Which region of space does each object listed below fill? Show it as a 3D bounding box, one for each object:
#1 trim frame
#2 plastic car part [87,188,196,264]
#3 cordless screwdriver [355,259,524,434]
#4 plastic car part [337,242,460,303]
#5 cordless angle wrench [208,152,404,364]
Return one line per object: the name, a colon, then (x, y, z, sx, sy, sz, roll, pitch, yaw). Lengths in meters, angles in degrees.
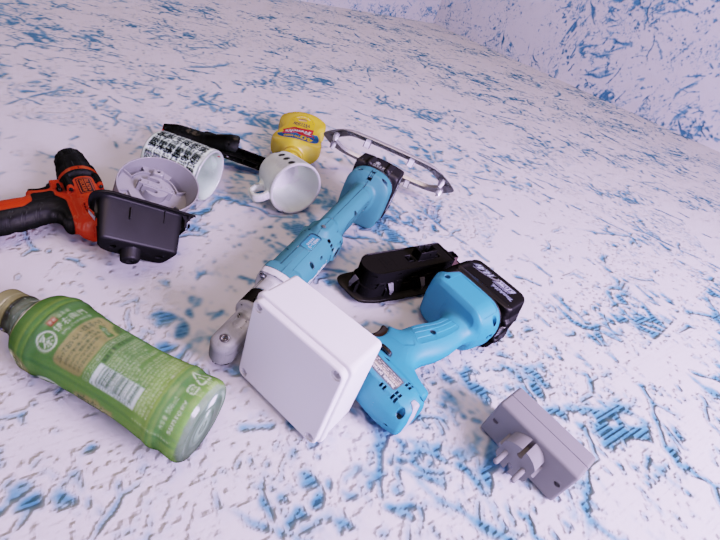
trim frame: (0.046, -0.188, 0.743, 0.251, 0.027, 0.183, 24, 1, 3)
plastic car part: (-0.260, -0.041, 0.492, 0.110, 0.068, 0.073, 14, 58, -50)
cordless screwdriver: (0.063, 0.058, 0.493, 0.241, 0.073, 0.167, -25, 53, -36)
plastic car part: (0.066, -0.001, 0.578, 0.196, 0.066, 0.069, -13, 54, -28)
cordless angle wrench: (-0.054, -0.036, 0.556, 0.076, 0.097, 0.420, 28, 42, 7)
